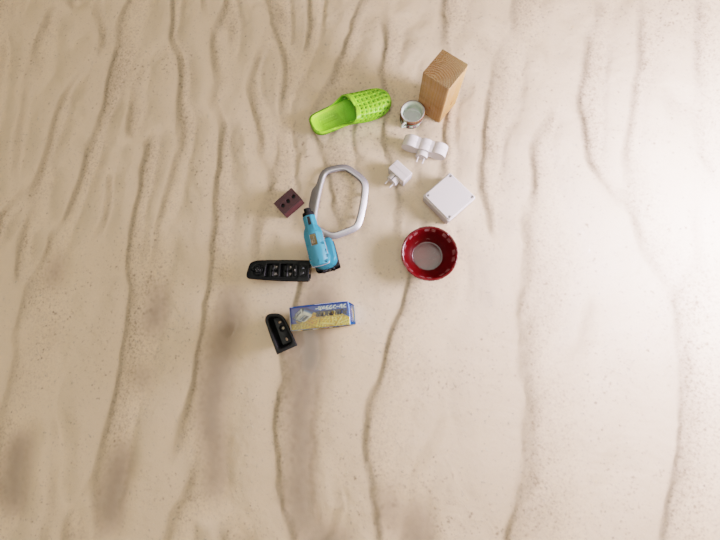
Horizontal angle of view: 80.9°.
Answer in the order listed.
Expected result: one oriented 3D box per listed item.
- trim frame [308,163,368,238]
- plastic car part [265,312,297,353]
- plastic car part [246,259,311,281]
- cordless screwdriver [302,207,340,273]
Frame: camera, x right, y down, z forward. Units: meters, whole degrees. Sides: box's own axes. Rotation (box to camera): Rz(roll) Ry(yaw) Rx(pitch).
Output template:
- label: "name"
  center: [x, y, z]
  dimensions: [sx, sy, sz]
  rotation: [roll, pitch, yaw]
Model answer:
- label: "trim frame"
  center: [-0.072, -0.218, 1.332]
  dimensions: [0.187, 0.027, 0.250]
  rotation: [8, 81, 9]
- label: "plastic car part"
  center: [-0.235, 0.181, 1.261]
  dimensions: [0.066, 0.069, 0.119]
  rotation: [-25, 79, 1]
- label: "plastic car part"
  center: [-0.247, 0.002, 1.297]
  dimensions: [0.206, 0.065, 0.067]
  rotation: [2, 81, 8]
- label: "cordless screwdriver"
  center: [-0.118, -0.077, 1.202]
  dimensions: [0.075, 0.244, 0.162]
  rotation: [-15, 81, 1]
